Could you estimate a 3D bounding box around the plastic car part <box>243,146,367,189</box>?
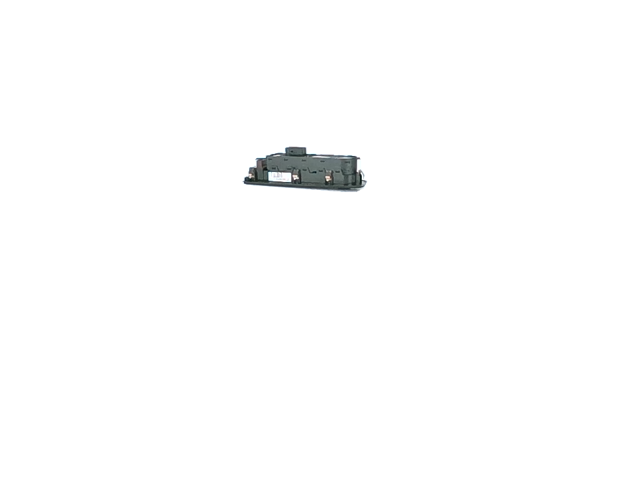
[{"bbox_3d":[-0.020,-0.114,0.673,0.204,0.067,0.066,11,14,23],"label":"plastic car part"}]
